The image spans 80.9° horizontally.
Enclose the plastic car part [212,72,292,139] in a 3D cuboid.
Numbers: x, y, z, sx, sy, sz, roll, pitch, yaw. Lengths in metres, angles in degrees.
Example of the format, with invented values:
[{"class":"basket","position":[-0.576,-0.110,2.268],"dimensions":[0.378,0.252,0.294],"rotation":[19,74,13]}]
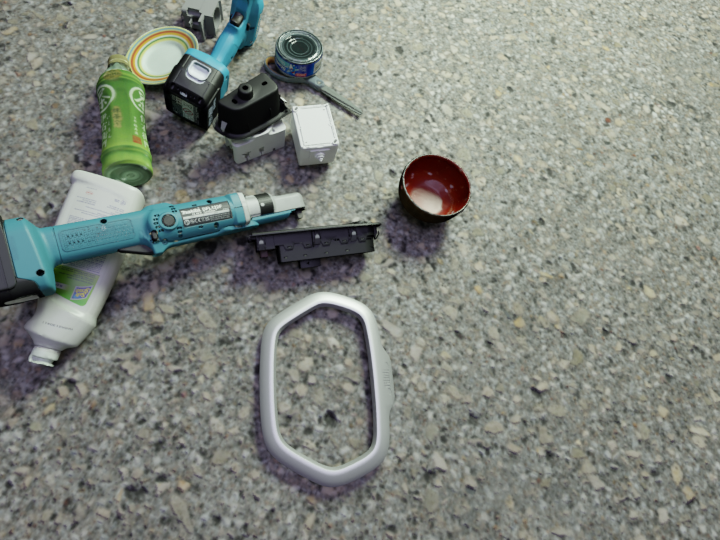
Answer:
[{"class":"plastic car part","position":[-0.164,-0.250,0.628],"dimensions":[0.115,0.070,0.067],"rotation":[-39,80,-23]}]

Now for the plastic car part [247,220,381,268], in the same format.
[{"class":"plastic car part","position":[-0.061,-0.040,0.623],"dimensions":[0.199,0.066,0.068],"rotation":[-11,82,-12]}]

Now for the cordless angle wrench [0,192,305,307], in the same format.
[{"class":"cordless angle wrench","position":[-0.259,-0.056,0.560],"dimensions":[0.409,0.076,0.098],"rotation":[-18,87,-31]}]

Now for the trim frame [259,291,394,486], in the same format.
[{"class":"trim frame","position":[-0.043,0.150,0.569],"dimensions":[0.182,0.027,0.255],"rotation":[-3,67,-8]}]

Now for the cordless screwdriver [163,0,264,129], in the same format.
[{"class":"cordless screwdriver","position":[-0.223,-0.362,0.678],"dimensions":[0.073,0.162,0.250],"rotation":[26,68,-15]}]
